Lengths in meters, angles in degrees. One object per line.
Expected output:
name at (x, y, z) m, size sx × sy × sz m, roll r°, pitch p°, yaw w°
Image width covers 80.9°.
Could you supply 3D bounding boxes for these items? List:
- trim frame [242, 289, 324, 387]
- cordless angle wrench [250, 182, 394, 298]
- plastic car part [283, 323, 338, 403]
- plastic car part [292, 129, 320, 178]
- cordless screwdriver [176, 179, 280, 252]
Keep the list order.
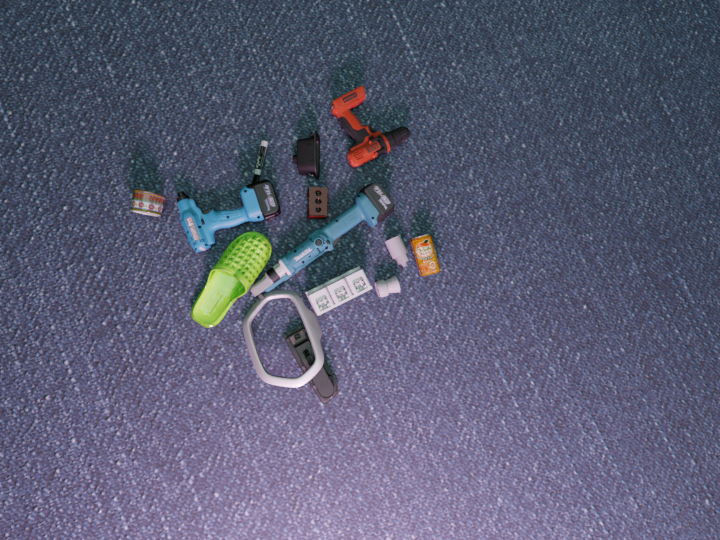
trim frame at (-0.188, 0.163, 1.039) m, size 0.184 × 0.026 × 0.258 m, roll -25°, pitch 65°, yaw -3°
cordless angle wrench at (-0.106, -0.069, 1.085) m, size 0.421 × 0.074 × 0.098 m, roll -37°, pitch 90°, yaw -5°
plastic car part at (-0.116, 0.237, 1.057) m, size 0.065 × 0.068 × 0.203 m, roll -29°, pitch 90°, yaw -15°
plastic car part at (-0.143, -0.302, 1.115) m, size 0.072 × 0.065 × 0.117 m, roll 3°, pitch 88°, yaw 8°
cordless screwdriver at (-0.336, -0.164, 1.075) m, size 0.248 × 0.074 × 0.160 m, roll -23°, pitch 87°, yaw -3°
